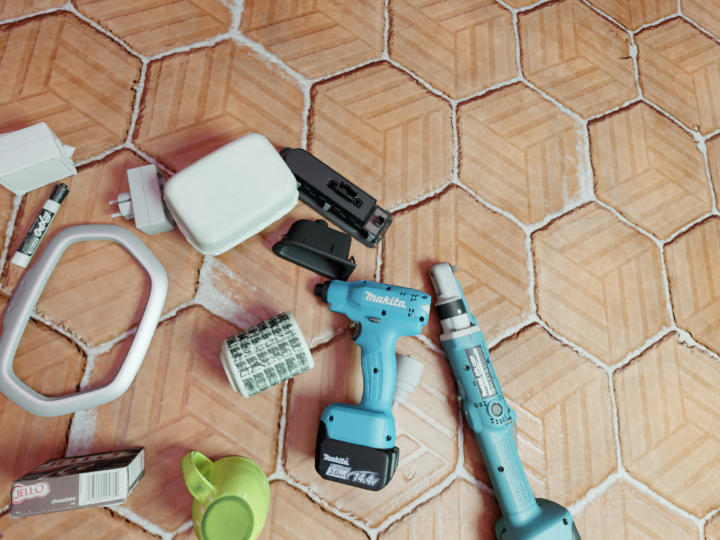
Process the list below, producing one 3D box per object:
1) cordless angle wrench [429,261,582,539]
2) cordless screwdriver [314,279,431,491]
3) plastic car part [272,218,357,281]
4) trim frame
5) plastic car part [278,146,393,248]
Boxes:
[{"bbox_3d":[0.176,0.191,0.585,0.096,0.074,0.431,-14,77,-15],"label":"cordless angle wrench"},{"bbox_3d":[-0.008,0.134,0.553,0.164,0.071,0.251,8,76,18],"label":"cordless screwdriver"},{"bbox_3d":[-0.059,-0.039,0.606,0.116,0.065,0.071,25,59,-2],"label":"plastic car part"},{"bbox_3d":[-0.357,0.057,0.542,0.182,0.028,0.250,17,76,-7],"label":"trim frame"},{"bbox_3d":[-0.043,-0.115,0.625,0.204,0.067,0.066,34,80,1],"label":"plastic car part"}]
